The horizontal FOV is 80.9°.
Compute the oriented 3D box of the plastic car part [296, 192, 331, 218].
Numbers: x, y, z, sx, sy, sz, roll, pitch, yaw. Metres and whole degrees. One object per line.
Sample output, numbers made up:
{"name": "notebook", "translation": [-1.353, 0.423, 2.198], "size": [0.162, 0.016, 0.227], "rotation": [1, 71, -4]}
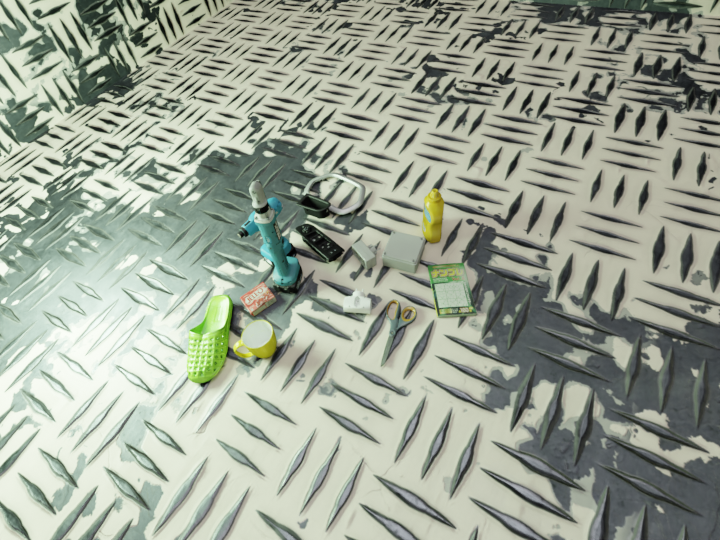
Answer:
{"name": "plastic car part", "translation": [-0.156, -0.215, 1.483], "size": [0.122, 0.068, 0.066], "rotation": [25, 60, 25]}

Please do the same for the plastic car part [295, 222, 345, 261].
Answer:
{"name": "plastic car part", "translation": [-0.135, -0.089, 1.385], "size": [0.065, 0.064, 0.214], "rotation": [-36, 55, -18]}

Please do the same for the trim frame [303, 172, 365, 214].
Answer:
{"name": "trim frame", "translation": [-0.095, -0.284, 1.551], "size": [0.261, 0.026, 0.182], "rotation": [30, 64, 29]}

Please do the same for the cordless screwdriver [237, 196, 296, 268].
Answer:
{"name": "cordless screwdriver", "translation": [-0.288, -0.093, 1.306], "size": [0.078, 0.239, 0.158], "rotation": [31, 62, 26]}

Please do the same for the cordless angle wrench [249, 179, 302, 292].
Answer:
{"name": "cordless angle wrench", "translation": [-0.242, -0.084, 1.184], "size": [0.076, 0.406, 0.100], "rotation": [5, 54, 10]}
